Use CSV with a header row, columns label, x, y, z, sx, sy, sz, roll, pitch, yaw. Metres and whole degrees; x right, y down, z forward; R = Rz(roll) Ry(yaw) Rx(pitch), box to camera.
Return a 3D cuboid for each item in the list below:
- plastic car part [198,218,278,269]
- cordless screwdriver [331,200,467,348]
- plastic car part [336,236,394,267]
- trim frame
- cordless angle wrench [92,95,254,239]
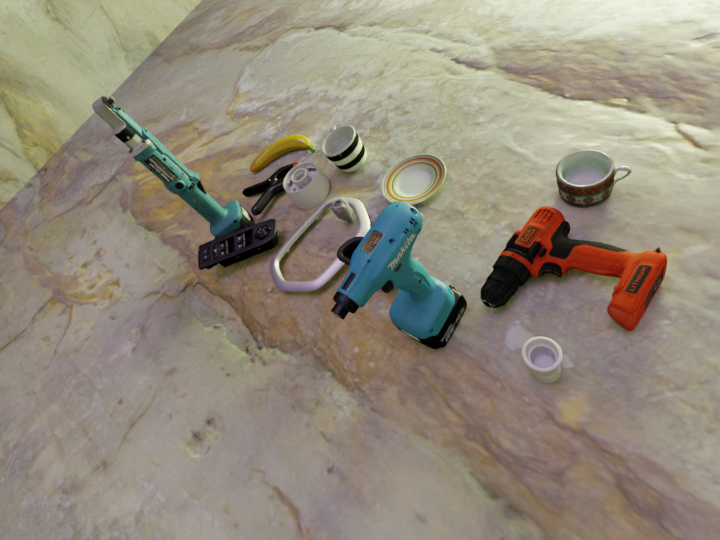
label,x,y,z,sx,sy,sz,roll,pitch,yaw
plastic car part,-0.267,-0.051,0.951,0.207,0.063,0.069,-22,50,17
cordless screwdriver,0.056,0.037,0.578,0.079,0.235,0.159,24,73,39
plastic car part,0.023,-0.012,0.746,0.123,0.067,0.066,22,72,39
trim frame,-0.085,-0.056,0.869,0.195,0.026,0.248,32,79,41
cordless angle wrench,-0.380,-0.192,0.888,0.099,0.400,0.078,-31,48,8
